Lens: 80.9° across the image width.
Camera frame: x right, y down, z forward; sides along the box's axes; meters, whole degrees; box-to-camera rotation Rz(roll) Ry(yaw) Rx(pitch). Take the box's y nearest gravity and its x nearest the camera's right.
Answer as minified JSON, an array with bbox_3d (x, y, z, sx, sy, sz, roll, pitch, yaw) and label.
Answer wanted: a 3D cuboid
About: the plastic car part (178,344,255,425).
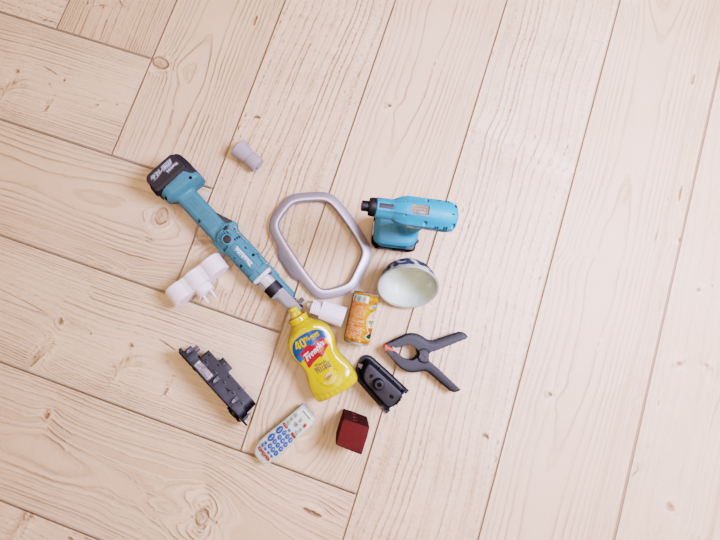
[{"bbox_3d":[-0.286,0.226,0.863,0.066,0.066,0.206,-36,81,-31],"label":"plastic car part"}]

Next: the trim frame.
[{"bbox_3d":[-0.089,-0.058,0.913,0.183,0.027,0.251,-35,84,-5],"label":"trim frame"}]

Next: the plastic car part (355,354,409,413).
[{"bbox_3d":[0.039,0.228,0.846,0.117,0.071,0.066,45,84,2],"label":"plastic car part"}]

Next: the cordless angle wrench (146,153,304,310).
[{"bbox_3d":[-0.278,-0.066,0.898,0.098,0.074,0.427,-43,86,-5],"label":"cordless angle wrench"}]

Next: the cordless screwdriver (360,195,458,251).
[{"bbox_3d":[0.064,-0.091,0.800,0.158,0.249,0.075,8,85,-7],"label":"cordless screwdriver"}]
